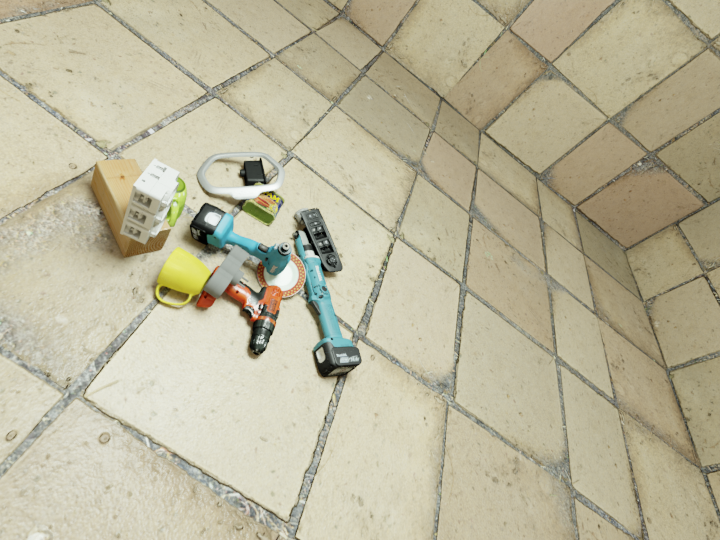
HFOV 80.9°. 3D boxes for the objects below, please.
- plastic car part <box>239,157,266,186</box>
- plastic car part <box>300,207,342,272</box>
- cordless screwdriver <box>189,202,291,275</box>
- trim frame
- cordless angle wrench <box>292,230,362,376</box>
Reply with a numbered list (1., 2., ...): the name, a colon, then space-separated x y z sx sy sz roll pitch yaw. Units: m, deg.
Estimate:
1. plastic car part: -0.325 -0.286 1.267 0.068 0.065 0.121 -4 56 -25
2. plastic car part: -0.120 -0.079 1.232 0.064 0.068 0.208 -15 72 -41
3. cordless screwdriver: -0.282 -0.077 1.018 0.246 0.160 0.075 28 64 -6
4. trim frame: -0.339 -0.276 1.208 0.242 0.027 0.192 -6 54 -17
5. cordless angle wrench: -0.111 0.064 1.124 0.093 0.075 0.440 6 50 -37
